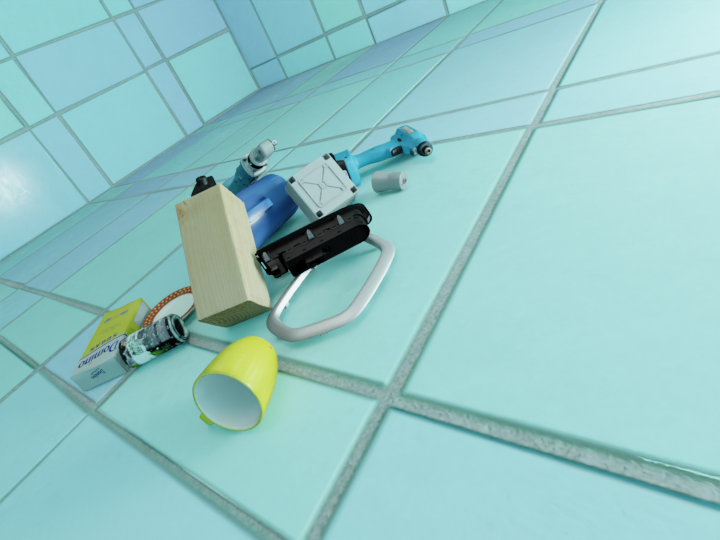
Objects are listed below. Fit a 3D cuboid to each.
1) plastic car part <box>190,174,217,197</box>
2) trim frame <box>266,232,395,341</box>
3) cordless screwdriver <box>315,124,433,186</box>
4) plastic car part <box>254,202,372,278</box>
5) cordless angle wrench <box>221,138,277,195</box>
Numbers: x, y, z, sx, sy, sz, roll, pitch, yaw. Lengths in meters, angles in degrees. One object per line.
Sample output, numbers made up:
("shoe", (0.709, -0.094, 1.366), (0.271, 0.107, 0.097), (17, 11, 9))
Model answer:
("plastic car part", (-0.297, -0.145, 0.816), (0.066, 0.068, 0.121), (-15, 36, -4))
("trim frame", (-0.046, 0.018, 0.660), (0.193, 0.026, 0.248), (-2, 42, 35))
("cordless screwdriver", (0.029, -0.244, 0.937), (0.249, 0.071, 0.166), (-23, 31, 1))
("plastic car part", (-0.068, -0.044, 0.691), (0.202, 0.063, 0.070), (-30, 40, -3))
("cordless angle wrench", (-0.268, -0.225, 0.998), (0.097, 0.073, 0.435), (-40, 13, -20))
